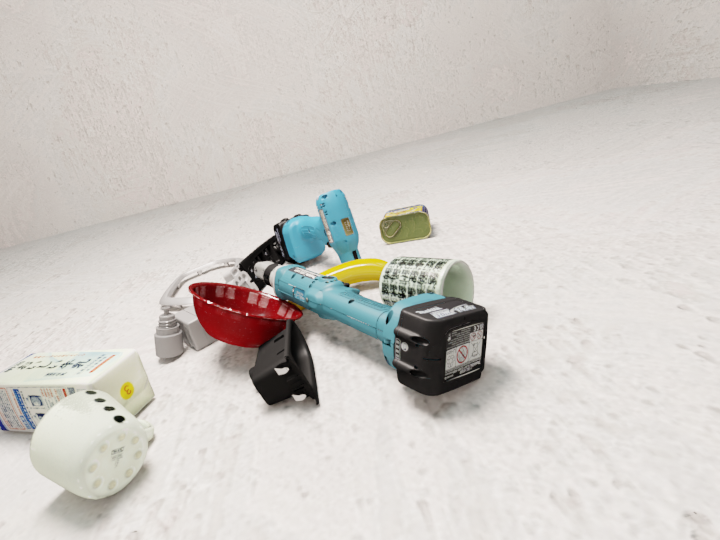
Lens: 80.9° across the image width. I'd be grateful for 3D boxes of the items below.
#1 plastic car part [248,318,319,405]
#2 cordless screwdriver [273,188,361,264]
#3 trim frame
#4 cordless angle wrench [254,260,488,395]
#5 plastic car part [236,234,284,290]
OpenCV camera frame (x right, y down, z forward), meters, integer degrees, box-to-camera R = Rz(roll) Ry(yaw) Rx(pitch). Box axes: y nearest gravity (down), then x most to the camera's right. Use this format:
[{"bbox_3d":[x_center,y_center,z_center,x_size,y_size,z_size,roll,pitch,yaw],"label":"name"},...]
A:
[{"bbox_3d":[-0.095,0.110,0.488,0.071,0.064,0.120,-30,18,-2],"label":"plastic car part"},{"bbox_3d":[-0.080,-0.052,0.818,0.072,0.158,0.257,-20,5,-29],"label":"cordless screwdriver"},{"bbox_3d":[-0.330,0.022,0.911,0.184,0.027,0.255,-17,19,-3],"label":"trim frame"},{"bbox_3d":[-0.041,0.036,0.562,0.094,0.073,0.446,-7,15,-37],"label":"cordless angle wrench"},{"bbox_3d":[-0.207,-0.013,0.880,0.068,0.065,0.203,-35,13,25],"label":"plastic car part"}]
